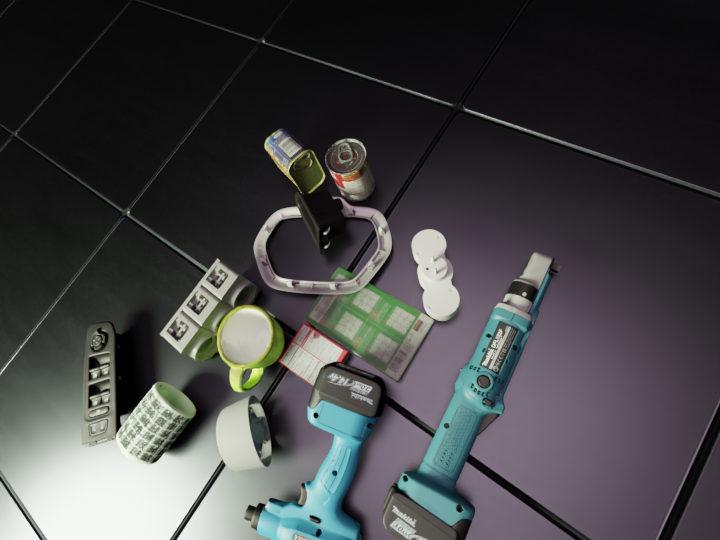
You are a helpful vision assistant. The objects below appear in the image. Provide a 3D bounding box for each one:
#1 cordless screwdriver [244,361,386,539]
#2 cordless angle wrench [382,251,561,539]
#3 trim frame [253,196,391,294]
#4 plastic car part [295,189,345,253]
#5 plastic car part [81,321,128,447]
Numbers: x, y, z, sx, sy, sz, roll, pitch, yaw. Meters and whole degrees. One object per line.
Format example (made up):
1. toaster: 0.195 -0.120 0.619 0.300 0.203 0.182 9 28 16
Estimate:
1. cordless screwdriver: -0.057 0.252 0.576 0.163 0.072 0.250 11 81 13
2. cordless angle wrench: 0.165 0.155 0.568 0.102 0.071 0.423 24 75 21
3. trim frame: -0.071 -0.047 0.729 0.256 0.026 0.187 1 63 19
4. plastic car part: -0.062 -0.098 0.715 0.070 0.064 0.122 -17 55 -12
5. plastic car part: -0.432 0.185 0.727 0.067 0.064 0.209 -23 68 13
